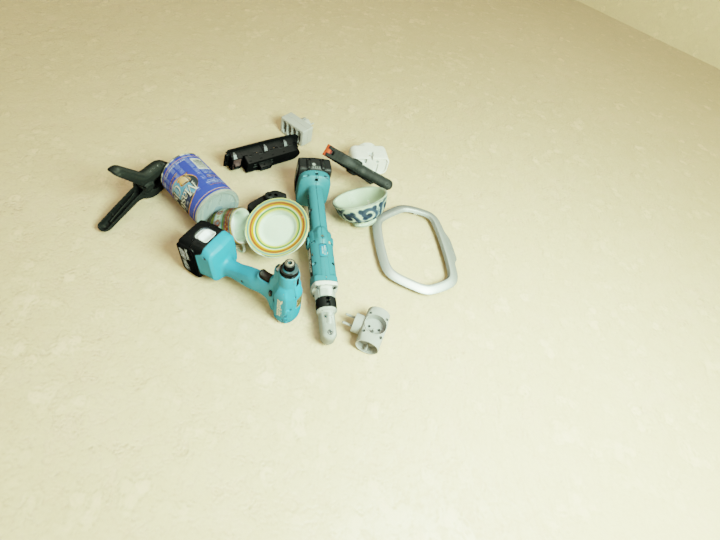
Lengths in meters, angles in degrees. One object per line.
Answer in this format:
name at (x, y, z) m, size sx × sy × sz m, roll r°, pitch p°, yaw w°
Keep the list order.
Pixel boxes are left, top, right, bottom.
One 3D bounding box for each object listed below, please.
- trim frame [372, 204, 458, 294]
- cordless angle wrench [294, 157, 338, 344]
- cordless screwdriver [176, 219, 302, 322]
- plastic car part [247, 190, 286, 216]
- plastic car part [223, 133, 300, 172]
trim frame at (0.121, -0.052, 0.929) m, size 0.181 × 0.027 × 0.258 m, roll -2°, pitch 51°, yaw -9°
cordless angle wrench at (-0.084, -0.055, 0.862) m, size 0.073 × 0.097 × 0.438 m, roll 1°, pitch 55°, yaw -16°
cordless screwdriver at (-0.213, -0.012, 0.762) m, size 0.256 × 0.155 × 0.074 m, roll 28°, pitch 52°, yaw 14°
plastic car part at (-0.204, -0.136, 0.916) m, size 0.068 × 0.069 × 0.115 m, roll 38°, pitch 59°, yaw 16°
plastic car part at (-0.229, -0.283, 1.032) m, size 0.198 × 0.066 × 0.069 m, roll -29°, pitch 73°, yaw -27°
